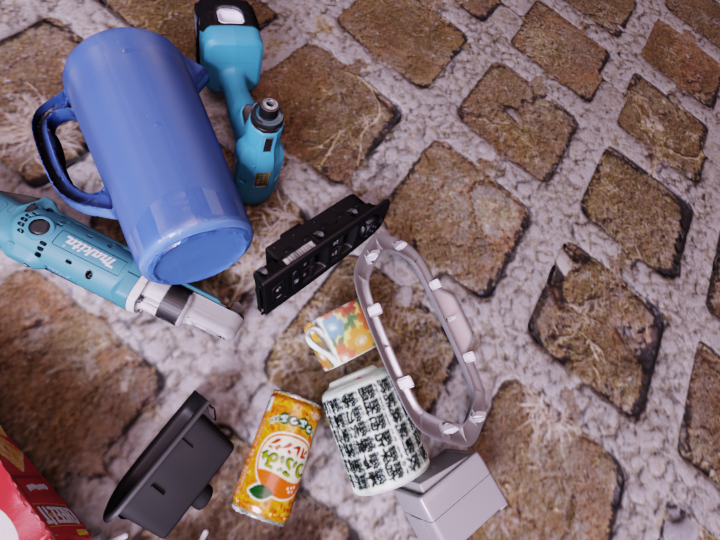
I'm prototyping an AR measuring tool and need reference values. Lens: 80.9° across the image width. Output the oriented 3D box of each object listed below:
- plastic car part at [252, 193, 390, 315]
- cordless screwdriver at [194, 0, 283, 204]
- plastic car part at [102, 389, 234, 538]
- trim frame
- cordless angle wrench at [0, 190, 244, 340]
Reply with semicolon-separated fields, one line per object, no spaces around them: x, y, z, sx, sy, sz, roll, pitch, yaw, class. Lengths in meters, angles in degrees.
-0.049;-0.032;0.501;0.199;0.064;0.070;-33;57;-25;plastic car part
-0.139;-0.218;0.494;0.072;0.159;0.256;-9;70;-23;cordless screwdriver
-0.160;0.179;0.380;0.069;0.068;0.116;42;65;-16;plastic car part
0.073;0.067;0.475;0.176;0.028;0.255;-4;64;-52;trim frame
-0.311;-0.034;0.417;0.417;0.075;0.099;28;59;-7;cordless angle wrench
